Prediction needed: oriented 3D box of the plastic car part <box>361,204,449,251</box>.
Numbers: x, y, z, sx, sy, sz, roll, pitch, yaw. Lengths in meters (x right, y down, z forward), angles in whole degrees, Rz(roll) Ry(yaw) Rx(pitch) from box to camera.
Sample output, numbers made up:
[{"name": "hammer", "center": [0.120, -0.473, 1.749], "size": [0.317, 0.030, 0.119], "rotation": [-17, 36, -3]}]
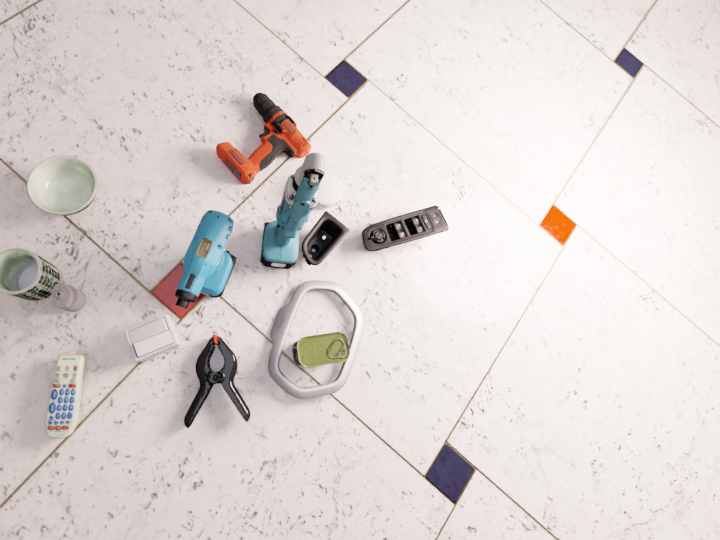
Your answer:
[{"name": "plastic car part", "center": [0.092, -0.089, 0.960], "size": [0.199, 0.067, 0.067], "rotation": [-17, 81, -17]}]

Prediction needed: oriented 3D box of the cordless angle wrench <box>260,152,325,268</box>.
[{"name": "cordless angle wrench", "center": [-0.117, -0.094, 0.725], "size": [0.073, 0.426, 0.099], "rotation": [7, 76, -16]}]

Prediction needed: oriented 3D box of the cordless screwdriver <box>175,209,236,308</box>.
[{"name": "cordless screwdriver", "center": [-0.278, 0.004, 0.755], "size": [0.073, 0.251, 0.160], "rotation": [21, 72, -12]}]

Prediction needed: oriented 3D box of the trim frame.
[{"name": "trim frame", "center": [-0.092, 0.138, 0.874], "size": [0.182, 0.027, 0.250], "rotation": [21, 71, -6]}]

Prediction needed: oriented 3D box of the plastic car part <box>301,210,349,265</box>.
[{"name": "plastic car part", "center": [-0.089, -0.058, 0.909], "size": [0.066, 0.071, 0.116], "rotation": [38, 70, -3]}]
